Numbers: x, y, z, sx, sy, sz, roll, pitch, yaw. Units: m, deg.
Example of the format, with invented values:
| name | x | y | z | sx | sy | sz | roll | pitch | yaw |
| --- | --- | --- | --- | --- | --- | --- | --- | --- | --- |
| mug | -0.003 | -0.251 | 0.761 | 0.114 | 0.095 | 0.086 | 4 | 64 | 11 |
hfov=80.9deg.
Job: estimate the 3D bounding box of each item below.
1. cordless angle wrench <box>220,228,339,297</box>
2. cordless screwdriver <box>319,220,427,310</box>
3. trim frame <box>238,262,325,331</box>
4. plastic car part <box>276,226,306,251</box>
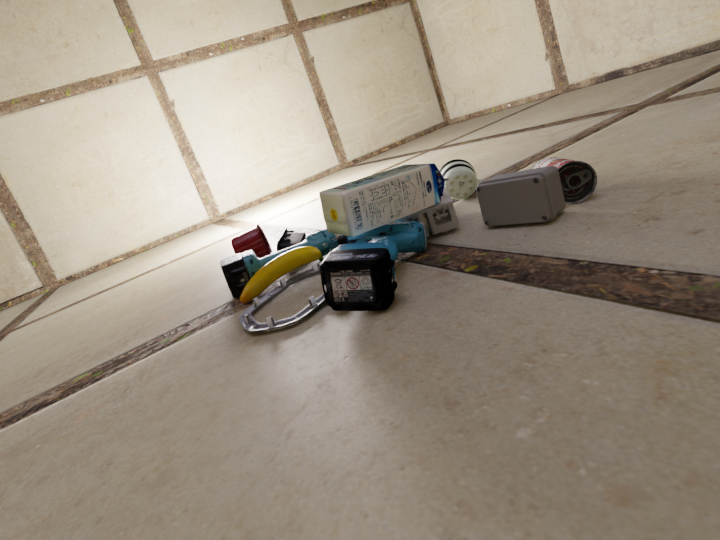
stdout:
| name | x | y | z | sx | sy | sz | roll | pitch | yaw |
| --- | --- | --- | --- | --- | --- | --- | --- | --- | --- |
| cordless angle wrench | -0.090 | -0.059 | 0.920 | 0.417 | 0.073 | 0.101 | -22 | 16 | -12 |
| cordless screwdriver | 0.004 | -0.022 | 0.663 | 0.165 | 0.073 | 0.245 | -2 | 20 | 22 |
| trim frame | -0.101 | 0.034 | 0.721 | 0.192 | 0.027 | 0.243 | -5 | 21 | 38 |
| plastic car part | -0.158 | -0.061 | 1.028 | 0.071 | 0.064 | 0.118 | -5 | 21 | 2 |
